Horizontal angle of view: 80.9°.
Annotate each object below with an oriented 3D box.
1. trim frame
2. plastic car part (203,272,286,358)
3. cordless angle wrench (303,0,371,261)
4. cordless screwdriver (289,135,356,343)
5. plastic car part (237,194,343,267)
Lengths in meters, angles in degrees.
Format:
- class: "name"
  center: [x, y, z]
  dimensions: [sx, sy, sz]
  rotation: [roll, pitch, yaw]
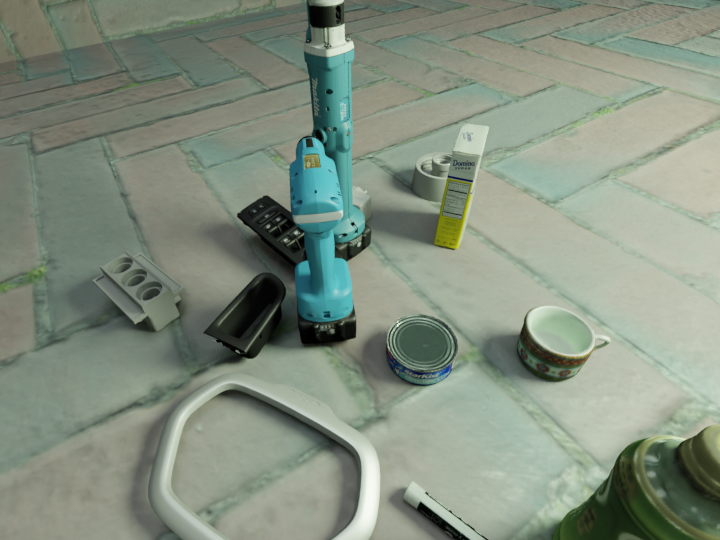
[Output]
- class: "trim frame"
  center: [-0.101, 0.200, 0.438]
  dimensions: [0.259, 0.026, 0.183]
  rotation: [17, 47, 22]
- class: "plastic car part"
  center: [-0.136, 0.067, 0.553]
  dimensions: [0.069, 0.068, 0.116]
  rotation: [17, 47, 21]
- class: "cordless angle wrench"
  center: [-0.039, -0.191, 0.571]
  dimensions: [0.073, 0.408, 0.103]
  rotation: [-33, 51, -30]
- class: "cordless screwdriver"
  center: [-0.052, -0.034, 0.527]
  dimensions: [0.074, 0.240, 0.165]
  rotation: [-6, 42, -5]
- class: "plastic car part"
  center: [-0.113, -0.043, 0.673]
  dimensions: [0.065, 0.065, 0.214]
  rotation: [-33, 50, -29]
